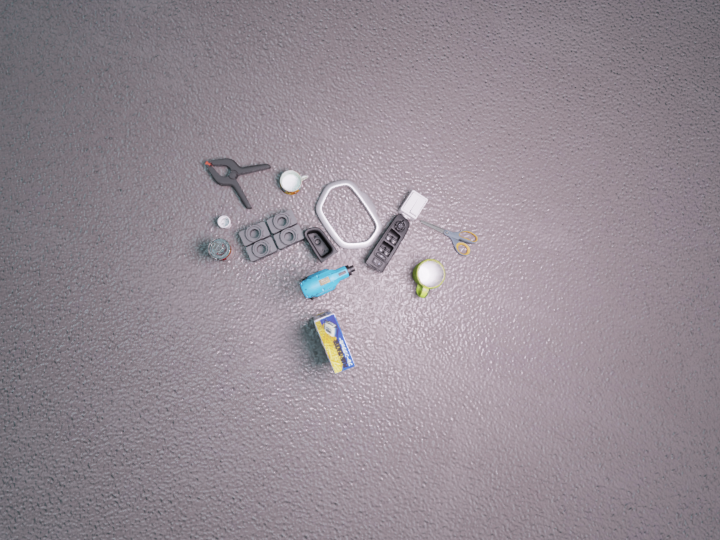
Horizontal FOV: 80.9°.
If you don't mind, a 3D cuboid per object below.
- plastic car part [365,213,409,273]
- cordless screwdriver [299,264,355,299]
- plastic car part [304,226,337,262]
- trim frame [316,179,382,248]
[{"bbox_3d":[0.091,-0.090,1.384,0.066,0.067,0.203,33,84,-1],"label":"plastic car part"},{"bbox_3d":[-0.102,0.030,1.274,0.158,0.249,0.075,-24,90,-7],"label":"cordless screwdriver"},{"bbox_3d":[-0.134,-0.088,1.375,0.066,0.071,0.117,-34,87,-6],"label":"plastic car part"},{"bbox_3d":[-0.037,-0.185,1.410,0.183,0.027,0.250,-35,86,-5],"label":"trim frame"}]
